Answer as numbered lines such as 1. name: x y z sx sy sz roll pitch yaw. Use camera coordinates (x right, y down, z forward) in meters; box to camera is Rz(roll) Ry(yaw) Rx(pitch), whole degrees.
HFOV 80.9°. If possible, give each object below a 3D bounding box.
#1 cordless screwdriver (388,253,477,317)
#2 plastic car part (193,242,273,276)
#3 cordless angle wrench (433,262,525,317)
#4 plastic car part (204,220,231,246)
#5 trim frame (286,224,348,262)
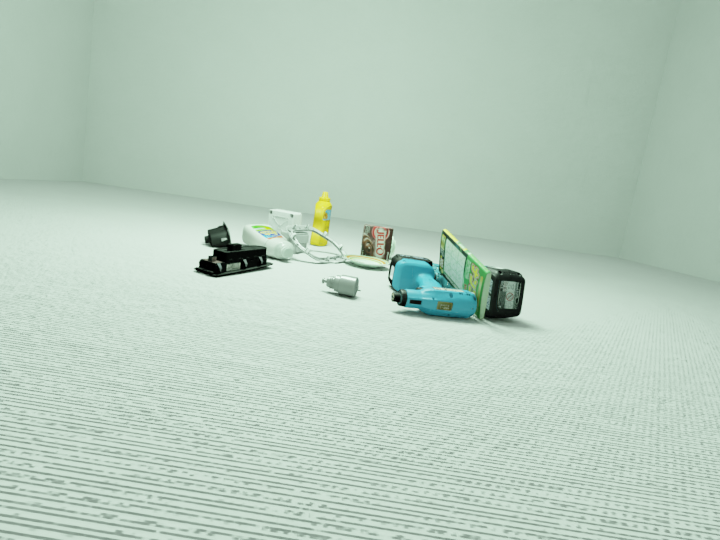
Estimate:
1. cordless screwdriver: 0.113 0.029 0.886 0.156 0.073 0.256 6 14 -13
2. plastic car part: -0.272 -0.028 0.939 0.069 0.067 0.195 5 5 27
3. cordless angle wrench: 0.199 0.016 1.003 0.072 0.097 0.439 5 6 -23
4. plastic car part: -0.412 -0.095 1.214 0.069 0.065 0.121 -11 19 -17
5. trim frame: -0.123 -0.080 1.253 0.191 0.027 0.240 42 18 17
